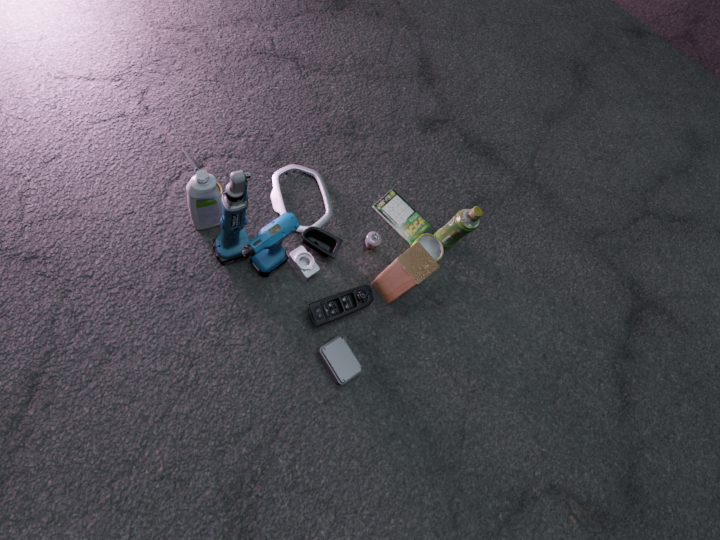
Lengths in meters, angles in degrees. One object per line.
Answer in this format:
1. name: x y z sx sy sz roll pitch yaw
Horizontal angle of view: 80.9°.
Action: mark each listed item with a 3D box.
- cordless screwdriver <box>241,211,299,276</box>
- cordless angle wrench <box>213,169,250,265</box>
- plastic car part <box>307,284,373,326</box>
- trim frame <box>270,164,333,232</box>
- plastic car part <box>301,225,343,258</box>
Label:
1. cordless screwdriver: -0.250 -0.051 1.114 0.157 0.249 0.075 -40 86 -26
2. cordless angle wrench: -0.310 -0.123 1.034 0.095 0.424 0.076 -18 77 -23
3. plastic car part: -0.055 0.100 1.197 0.198 0.067 0.068 -20 76 -21
4. trim frame: -0.187 -0.228 1.327 0.180 0.027 0.255 -12 71 -18
5. plastic car part: -0.123 -0.080 1.255 0.116 0.071 0.066 28 64 -2
